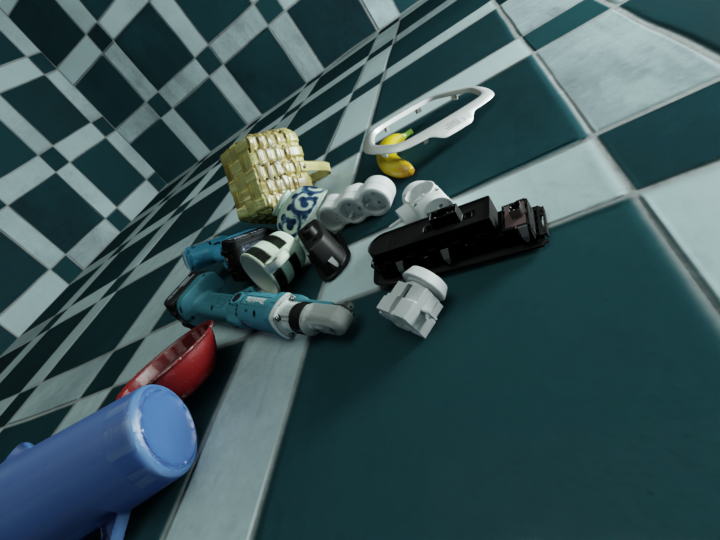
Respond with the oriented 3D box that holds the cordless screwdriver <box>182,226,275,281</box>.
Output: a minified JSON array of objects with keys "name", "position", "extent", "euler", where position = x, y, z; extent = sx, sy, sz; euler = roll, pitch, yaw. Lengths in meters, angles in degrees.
[{"name":"cordless screwdriver","position":[-0.234,-0.044,0.827],"extent":[0.155,0.073,0.261],"euler":[-27,19,-35]}]

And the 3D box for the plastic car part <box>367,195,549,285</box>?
[{"name":"plastic car part","position":[0.088,-0.033,0.465],"extent":[0.209,0.064,0.067],"euler":[-21,39,35]}]

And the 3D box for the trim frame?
[{"name":"trim frame","position":[0.115,-0.267,0.753],"extent":[0.246,0.026,0.194],"euler":[-32,32,-10]}]

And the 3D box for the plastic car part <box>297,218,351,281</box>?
[{"name":"plastic car part","position":[-0.062,-0.041,0.638],"extent":[0.066,0.068,0.121],"euler":[-39,25,3]}]

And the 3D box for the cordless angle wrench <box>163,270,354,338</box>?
[{"name":"cordless angle wrench","position":[-0.167,0.056,0.628],"extent":[0.443,0.071,0.098],"euler":[1,47,47]}]
